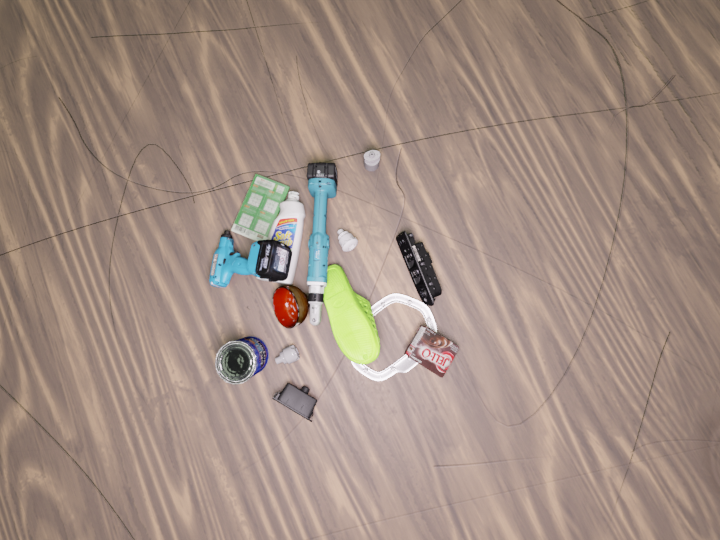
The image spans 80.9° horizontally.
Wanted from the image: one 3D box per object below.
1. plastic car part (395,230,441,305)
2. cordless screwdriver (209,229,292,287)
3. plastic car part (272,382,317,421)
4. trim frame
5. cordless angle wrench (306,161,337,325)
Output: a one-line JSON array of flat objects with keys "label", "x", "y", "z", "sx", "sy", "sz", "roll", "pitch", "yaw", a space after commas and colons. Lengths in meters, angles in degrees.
[{"label": "plastic car part", "x": 0.157, "y": -0.007, "z": 1.106, "sx": 0.065, "sy": 0.067, "sz": 0.206, "roll": -12, "pitch": 78, "yaw": -25}, {"label": "cordless screwdriver", "x": -0.294, "y": -0.041, "z": 1.103, "sx": 0.259, "sy": 0.070, "sz": 0.161, "roll": -6, "pitch": 71, "yaw": 35}, {"label": "plastic car part", "x": -0.163, "y": 0.332, "z": 1.096, "sx": 0.118, "sy": 0.065, "sz": 0.071, "roll": 26, "pitch": 72, "yaw": 4}, {"label": "trim frame", "x": 0.080, "y": 0.174, "z": 1.104, "sx": 0.248, "sy": 0.027, "sz": 0.187, "roll": -38, "pitch": 82, "yaw": -2}, {"label": "cordless angle wrench", "x": -0.108, "y": -0.071, "z": 1.106, "sx": 0.075, "sy": 0.096, "sz": 0.427, "roll": 1, "pitch": 79, "yaw": 5}]
